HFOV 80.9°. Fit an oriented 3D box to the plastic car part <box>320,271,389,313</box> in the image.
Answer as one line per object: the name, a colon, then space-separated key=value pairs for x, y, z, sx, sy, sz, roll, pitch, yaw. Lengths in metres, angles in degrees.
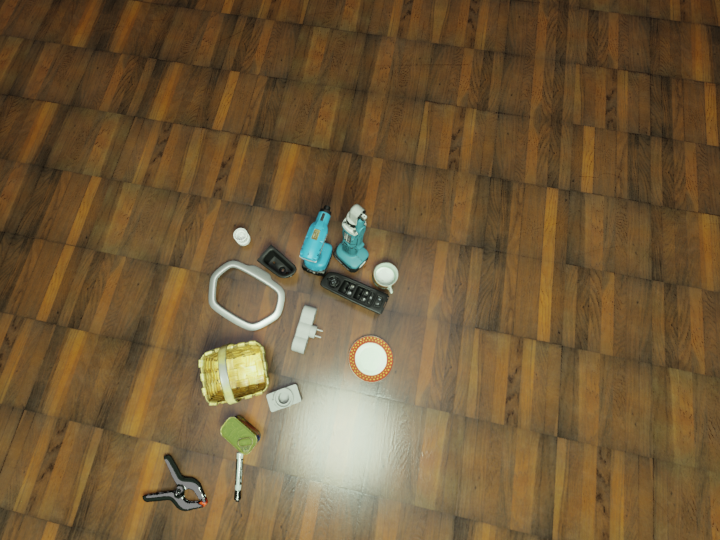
plastic car part: x=-0.021 y=0.065 z=1.266 sx=0.206 sy=0.066 sz=0.066 roll=24 pitch=76 yaw=8

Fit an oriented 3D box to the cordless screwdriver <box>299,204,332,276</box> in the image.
cordless screwdriver: x=-0.119 y=-0.078 z=1.218 sx=0.075 sy=0.245 sz=0.160 roll=19 pitch=76 yaw=2

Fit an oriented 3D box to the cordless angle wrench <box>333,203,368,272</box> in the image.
cordless angle wrench: x=-0.020 y=-0.089 z=1.129 sx=0.100 sy=0.416 sz=0.074 roll=44 pitch=78 yaw=7

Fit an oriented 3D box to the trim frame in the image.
trim frame: x=-0.351 y=0.074 z=1.296 sx=0.253 sy=0.027 sz=0.184 roll=28 pitch=77 yaw=10

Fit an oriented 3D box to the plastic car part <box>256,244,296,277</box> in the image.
plastic car part: x=-0.249 y=-0.013 z=1.295 sx=0.119 sy=0.069 sz=0.066 roll=38 pitch=78 yaw=10
